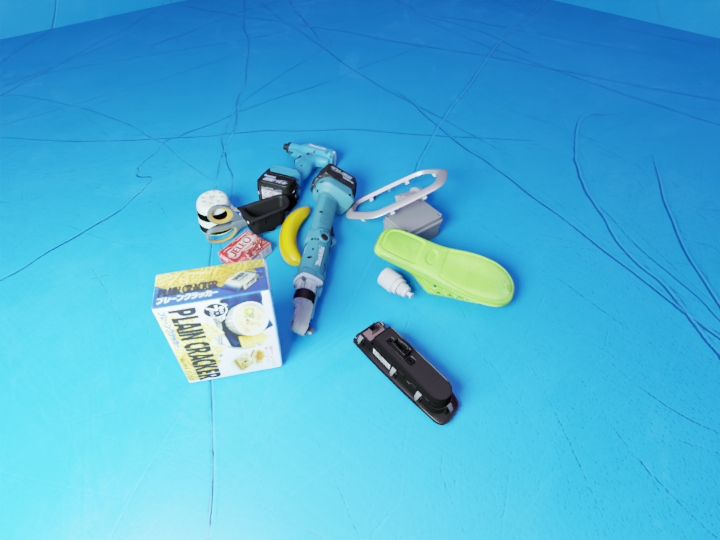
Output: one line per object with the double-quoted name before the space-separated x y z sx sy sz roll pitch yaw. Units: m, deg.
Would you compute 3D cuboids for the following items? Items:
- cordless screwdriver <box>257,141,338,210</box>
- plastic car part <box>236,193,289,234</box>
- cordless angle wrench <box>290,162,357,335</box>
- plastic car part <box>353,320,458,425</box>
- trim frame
"cordless screwdriver" -0.180 -0.258 1.082 0.165 0.072 0.248 19 46 18
"plastic car part" -0.208 -0.118 0.944 0.113 0.069 0.070 -24 49 -32
"cordless angle wrench" -0.085 -0.056 0.872 0.095 0.075 0.432 27 47 -20
"plastic car part" 0.078 0.152 0.690 0.064 0.065 0.214 -24 52 -31
"trim frame" 0.082 -0.172 0.960 0.249 0.026 0.191 -28 26 0
